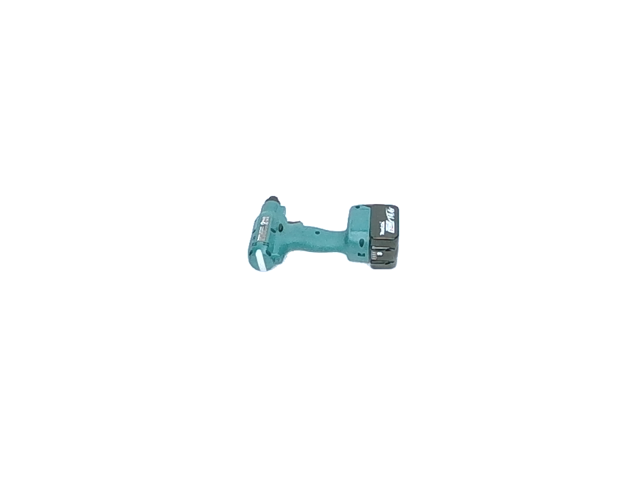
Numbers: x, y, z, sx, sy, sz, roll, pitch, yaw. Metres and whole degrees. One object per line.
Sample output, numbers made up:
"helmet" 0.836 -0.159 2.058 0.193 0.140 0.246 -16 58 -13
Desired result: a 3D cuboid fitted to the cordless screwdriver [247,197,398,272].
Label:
"cordless screwdriver" 0.007 -0.021 0.725 0.249 0.158 0.074 -1 -44 6
